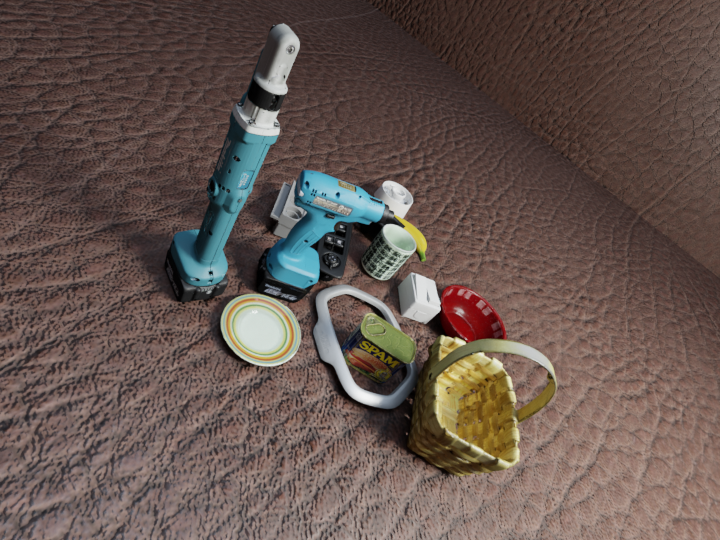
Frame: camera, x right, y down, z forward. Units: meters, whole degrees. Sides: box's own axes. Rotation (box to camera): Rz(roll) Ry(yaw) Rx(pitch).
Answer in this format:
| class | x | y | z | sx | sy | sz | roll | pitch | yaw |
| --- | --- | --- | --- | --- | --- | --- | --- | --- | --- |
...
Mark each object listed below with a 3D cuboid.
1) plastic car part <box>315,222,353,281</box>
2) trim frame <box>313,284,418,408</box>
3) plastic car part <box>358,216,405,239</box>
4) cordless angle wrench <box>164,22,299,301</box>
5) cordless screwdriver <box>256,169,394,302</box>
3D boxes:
| class | x | y | z | sx | sy | sz | roll | pitch | yaw |
| --- | --- | --- | --- | --- | --- | --- | --- | --- | --- |
| plastic car part | -0.061 | -0.054 | 0.859 | 0.064 | 0.067 | 0.208 | 22 | 40 | -16 |
| trim frame | 0.006 | 0.125 | 0.748 | 0.176 | 0.027 | 0.260 | 4 | 47 | -31 |
| plastic car part | 0.032 | -0.110 | 0.976 | 0.119 | 0.071 | 0.064 | 43 | 39 | 10 |
| cordless angle wrench | -0.173 | -0.112 | 0.559 | 0.071 | 0.424 | 0.102 | -8 | 57 | -42 |
| cordless screwdriver | -0.068 | -0.045 | 0.699 | 0.154 | 0.249 | 0.077 | 18 | 43 | -21 |
